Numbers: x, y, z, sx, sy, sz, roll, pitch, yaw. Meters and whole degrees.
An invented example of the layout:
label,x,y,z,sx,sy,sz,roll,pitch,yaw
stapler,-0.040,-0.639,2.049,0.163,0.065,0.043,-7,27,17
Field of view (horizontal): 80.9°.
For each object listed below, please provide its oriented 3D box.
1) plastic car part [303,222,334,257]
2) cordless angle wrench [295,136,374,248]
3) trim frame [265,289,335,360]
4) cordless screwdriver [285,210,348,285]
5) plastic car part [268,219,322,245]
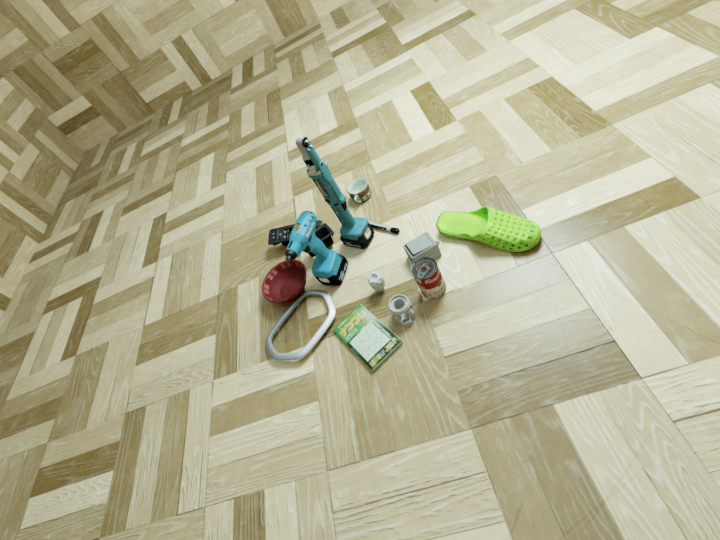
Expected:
label,x,y,z,sx,sy,sz,roll,pitch,yaw
plastic car part,-0.135,-0.088,1.382,0.116,0.067,0.070,-38,45,-3
cordless angle wrench,-0.079,-0.219,1.220,0.103,0.400,0.074,12,60,36
trim frame,-0.175,0.157,1.236,0.195,0.026,0.248,21,67,40
cordless screwdriver,-0.130,-0.037,1.219,0.078,0.235,0.161,2,55,30
plastic car part,-0.218,-0.121,1.459,0.208,0.063,0.068,-13,49,21
